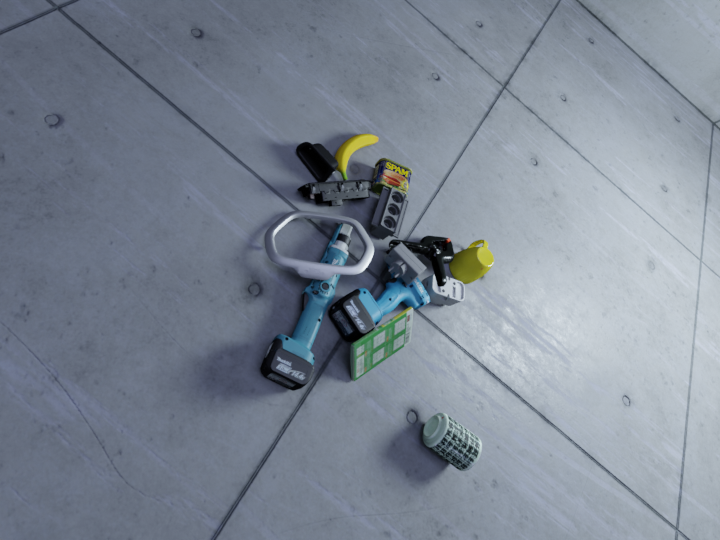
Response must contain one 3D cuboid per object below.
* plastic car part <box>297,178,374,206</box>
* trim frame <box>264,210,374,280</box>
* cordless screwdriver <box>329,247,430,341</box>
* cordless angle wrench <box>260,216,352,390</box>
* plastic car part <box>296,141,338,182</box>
[{"bbox_3d":[-0.050,-0.197,1.057,0.196,0.068,0.067,-15,86,-28],"label":"plastic car part"},{"bbox_3d":[-0.093,-0.061,0.953,0.248,0.027,0.189,8,52,-1],"label":"trim frame"},{"bbox_3d":[0.038,0.050,0.980,0.241,0.075,0.162,-24,77,-34],"label":"cordless screwdriver"},{"bbox_3d":[-0.089,0.045,0.929,0.097,0.075,0.427,26,57,-9],"label":"cordless angle wrench"},{"bbox_3d":[-0.101,-0.287,1.082,0.118,0.067,0.069,52,42,7],"label":"plastic car part"}]
